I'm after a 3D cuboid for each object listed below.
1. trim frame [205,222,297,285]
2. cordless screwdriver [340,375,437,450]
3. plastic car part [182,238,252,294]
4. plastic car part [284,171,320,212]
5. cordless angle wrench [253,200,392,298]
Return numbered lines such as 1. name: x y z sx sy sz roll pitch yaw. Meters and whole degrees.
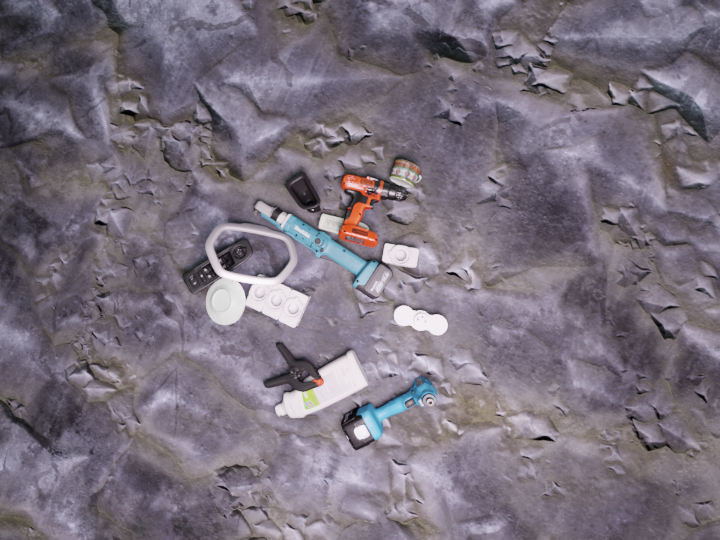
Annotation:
1. trim frame: -0.290 -0.049 1.135 0.243 0.027 0.189 8 62 -13
2. cordless screwdriver: 0.075 0.350 1.040 0.249 0.157 0.075 -30 87 3
3. plastic car part: -0.382 -0.009 1.163 0.202 0.065 0.069 -35 72 -3
4. plastic car part: -0.148 -0.199 1.160 0.066 0.068 0.121 -33 68 1
5. cordless angle wrench: -0.112 -0.073 1.147 0.431 0.073 0.098 33 88 10
